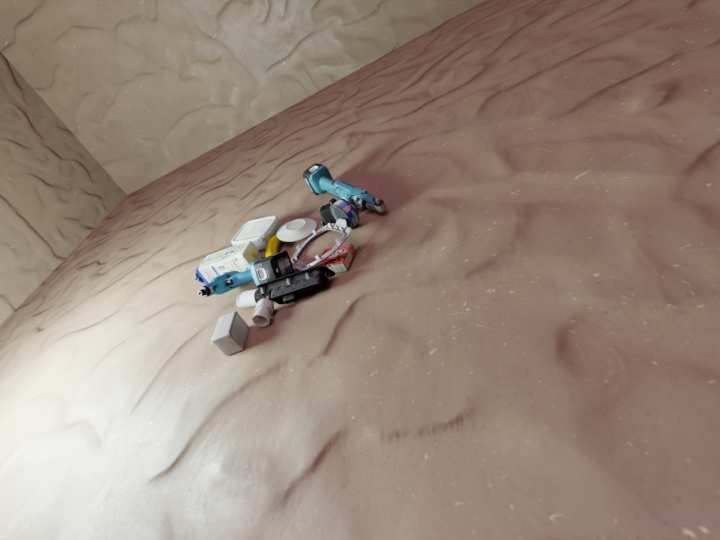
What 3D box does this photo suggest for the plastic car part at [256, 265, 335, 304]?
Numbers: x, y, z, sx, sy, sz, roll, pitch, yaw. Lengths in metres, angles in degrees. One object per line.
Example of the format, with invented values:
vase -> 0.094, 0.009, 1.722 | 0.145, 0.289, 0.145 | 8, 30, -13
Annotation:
plastic car part -> -0.159, 0.041, 1.041 | 0.207, 0.063, 0.069 | -21, 45, 20

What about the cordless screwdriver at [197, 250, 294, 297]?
cordless screwdriver -> -0.312, 0.020, 1.143 | 0.257, 0.074, 0.155 | -14, 8, 30

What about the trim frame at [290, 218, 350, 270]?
trim frame -> -0.112, -0.073, 1.141 | 0.183, 0.027, 0.257 | -42, 21, -8

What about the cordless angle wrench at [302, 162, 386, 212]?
cordless angle wrench -> -0.050, -0.247, 1.312 | 0.074, 0.093, 0.447 | -39, 37, -12

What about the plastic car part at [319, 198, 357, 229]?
plastic car part -> -0.074, -0.177, 1.247 | 0.119, 0.068, 0.067 | -21, 34, 24
